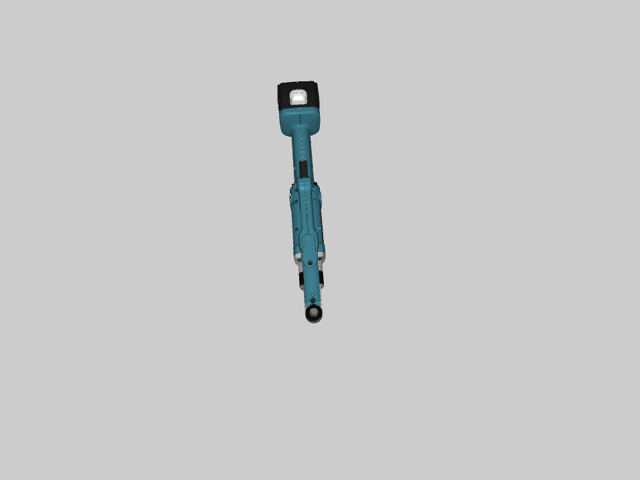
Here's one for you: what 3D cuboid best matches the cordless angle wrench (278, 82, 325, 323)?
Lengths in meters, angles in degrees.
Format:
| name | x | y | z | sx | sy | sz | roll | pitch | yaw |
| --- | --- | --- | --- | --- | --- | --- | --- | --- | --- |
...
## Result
| name | x | y | z | sx | sy | sz | roll | pitch | yaw |
| --- | --- | --- | --- | --- | --- | --- | --- | --- | --- |
| cordless angle wrench | -0.026 | -0.071 | 0.723 | 0.074 | 0.422 | 0.098 | -4 | -18 | -2 |
